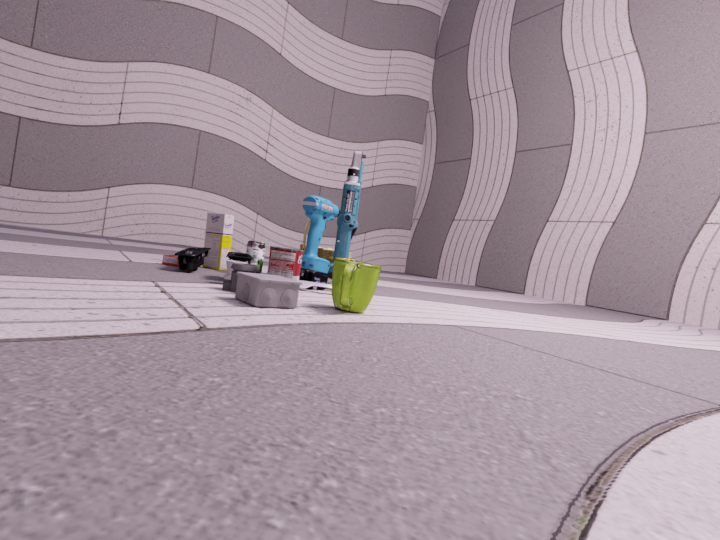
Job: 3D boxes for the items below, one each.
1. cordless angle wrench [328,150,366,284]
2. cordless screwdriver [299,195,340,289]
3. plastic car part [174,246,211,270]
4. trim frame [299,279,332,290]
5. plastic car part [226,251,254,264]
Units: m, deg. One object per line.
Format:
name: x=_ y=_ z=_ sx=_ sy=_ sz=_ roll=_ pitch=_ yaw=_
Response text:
cordless angle wrench: x=-0.038 y=-0.156 z=1.294 sx=0.098 sy=0.423 sz=0.074 roll=8 pitch=-1 yaw=2
cordless screwdriver: x=-0.114 y=-0.075 z=1.170 sx=0.078 sy=0.249 sz=0.152 roll=8 pitch=0 yaw=27
plastic car part: x=-0.463 y=-0.033 z=1.159 sx=0.065 sy=0.067 sz=0.206 roll=8 pitch=2 yaw=-10
trim frame: x=-0.148 y=0.033 z=1.144 sx=0.255 sy=0.027 sz=0.179 roll=9 pitch=2 yaw=14
plastic car part: x=-0.306 y=-0.008 z=1.055 sx=0.064 sy=0.071 sz=0.120 roll=8 pitch=1 yaw=-17
